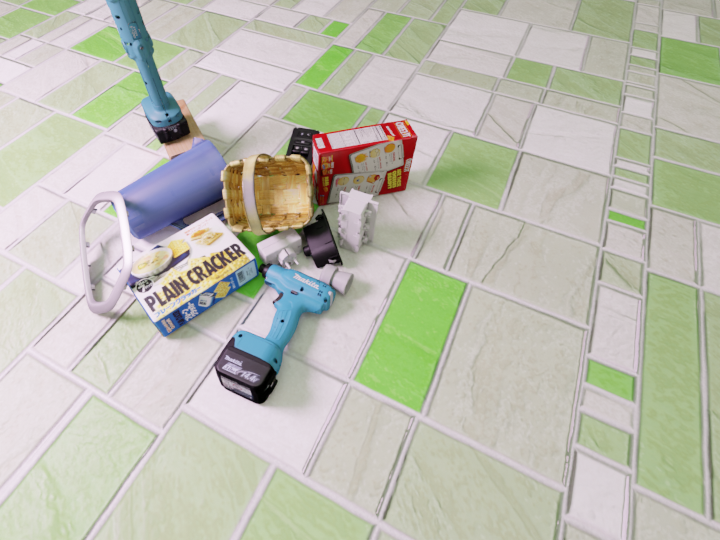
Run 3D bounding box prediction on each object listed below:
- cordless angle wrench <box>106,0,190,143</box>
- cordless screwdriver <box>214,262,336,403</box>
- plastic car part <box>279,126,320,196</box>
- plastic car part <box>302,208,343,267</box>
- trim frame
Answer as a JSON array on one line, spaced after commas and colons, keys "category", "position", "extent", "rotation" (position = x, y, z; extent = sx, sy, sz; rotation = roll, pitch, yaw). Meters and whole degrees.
[{"category": "cordless angle wrench", "position": [-0.435, -0.443, 0.824], "extent": [0.073, 0.410, 0.103], "rotation": [-28, 61, -20]}, {"category": "cordless screwdriver", "position": [-0.168, 0.093, 0.751], "extent": [0.164, 0.072, 0.248], "rotation": [22, 53, 15]}, {"category": "plastic car part", "position": [-0.149, -0.247, 1.001], "extent": [0.066, 0.066, 0.207], "rotation": [12, 58, -6]}, {"category": "plastic car part", "position": [-0.085, -0.056, 0.872], "extent": [0.071, 0.063, 0.121], "rotation": [-19, 58, 3]}, {"category": "trim frame", "position": [-0.489, -0.039, 0.806], "extent": [0.188, 0.026, 0.256], "rotation": [-32, 68, 25]}]
